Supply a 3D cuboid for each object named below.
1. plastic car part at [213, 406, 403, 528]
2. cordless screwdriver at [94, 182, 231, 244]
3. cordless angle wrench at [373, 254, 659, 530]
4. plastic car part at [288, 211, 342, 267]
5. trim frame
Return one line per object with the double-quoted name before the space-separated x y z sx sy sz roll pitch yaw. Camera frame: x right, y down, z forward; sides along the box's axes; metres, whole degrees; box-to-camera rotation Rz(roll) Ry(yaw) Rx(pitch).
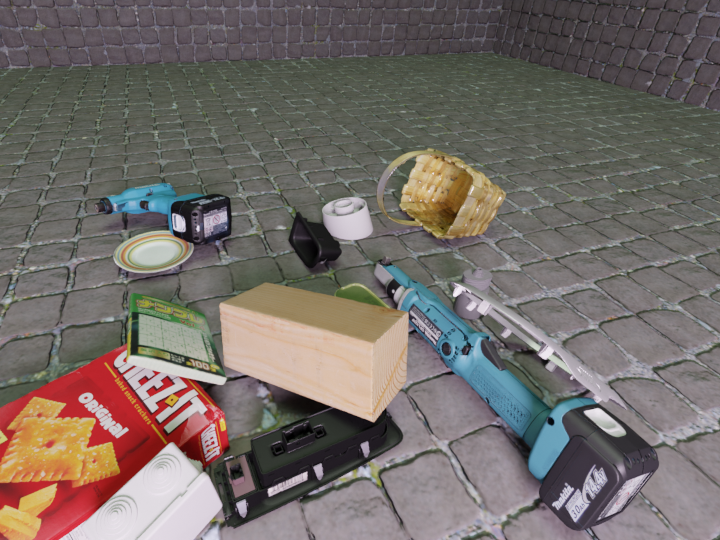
"plastic car part" -0.049 0.181 0.444 0.197 0.065 0.070 -12 30 -24
"cordless screwdriver" -0.369 -0.113 0.795 0.262 0.073 0.154 18 28 32
"cordless angle wrench" 0.132 0.100 0.547 0.071 0.097 0.447 4 26 -33
"plastic car part" -0.075 -0.049 0.767 0.068 0.065 0.123 -3 36 -34
"trim frame" 0.201 0.086 0.500 0.239 0.027 0.191 38 1 -22
